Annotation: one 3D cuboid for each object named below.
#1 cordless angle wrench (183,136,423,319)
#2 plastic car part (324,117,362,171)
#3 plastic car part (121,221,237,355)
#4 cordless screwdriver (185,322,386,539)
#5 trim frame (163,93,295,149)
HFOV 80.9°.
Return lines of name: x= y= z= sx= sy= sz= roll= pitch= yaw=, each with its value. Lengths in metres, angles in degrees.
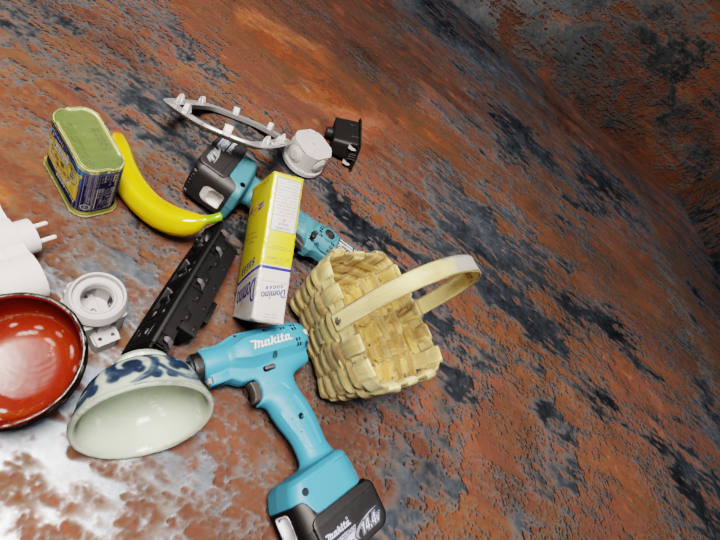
cordless angle wrench: x=-0.064 y=-0.042 z=0.650 sx=0.412 sy=0.075 sz=0.099 roll=35 pitch=44 yaw=-13
plastic car part: x=-0.037 y=-0.267 z=0.852 sx=0.069 sy=0.065 sz=0.120 roll=12 pitch=48 yaw=-14
plastic car part: x=-0.198 y=0.020 z=0.505 sx=0.064 sy=0.068 sz=0.207 roll=35 pitch=43 yaw=-27
cordless screwdriver: x=-0.090 y=0.181 z=0.456 sx=0.152 sy=0.075 sz=0.258 roll=-8 pitch=60 yaw=-40
trim frame: x=-0.191 y=-0.228 z=0.653 sx=0.184 sy=0.027 sz=0.250 roll=26 pitch=18 yaw=-2
